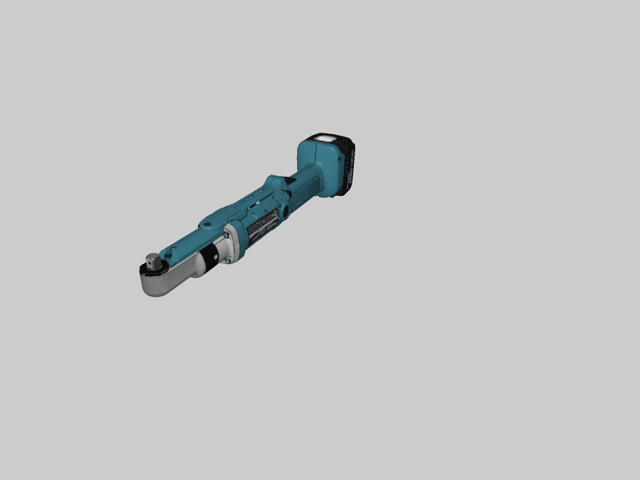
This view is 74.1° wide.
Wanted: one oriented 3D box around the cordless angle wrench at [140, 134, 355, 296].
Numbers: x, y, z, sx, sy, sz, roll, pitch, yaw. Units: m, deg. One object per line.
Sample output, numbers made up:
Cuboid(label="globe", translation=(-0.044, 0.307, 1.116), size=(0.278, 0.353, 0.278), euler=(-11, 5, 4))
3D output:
Cuboid(label="cordless angle wrench", translation=(-0.067, -0.045, 0.551), size=(0.074, 0.098, 0.421), euler=(15, 31, 21))
